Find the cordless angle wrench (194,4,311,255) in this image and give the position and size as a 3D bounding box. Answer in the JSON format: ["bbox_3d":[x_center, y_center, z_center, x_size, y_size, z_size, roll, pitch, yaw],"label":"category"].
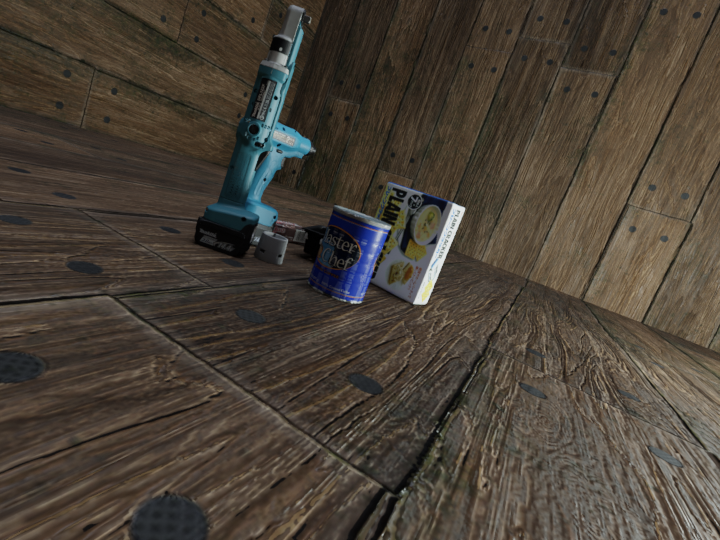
[{"bbox_3d":[-0.177,-0.236,0.722,0.097,0.421,0.075,20,9,-5],"label":"cordless angle wrench"}]

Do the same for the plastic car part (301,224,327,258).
[{"bbox_3d":[-0.093,-0.061,0.947,0.067,0.070,0.114,22,10,9],"label":"plastic car part"}]

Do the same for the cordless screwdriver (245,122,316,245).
[{"bbox_3d":[-0.186,-0.175,0.873,0.151,0.247,0.079,10,14,-47],"label":"cordless screwdriver"}]
